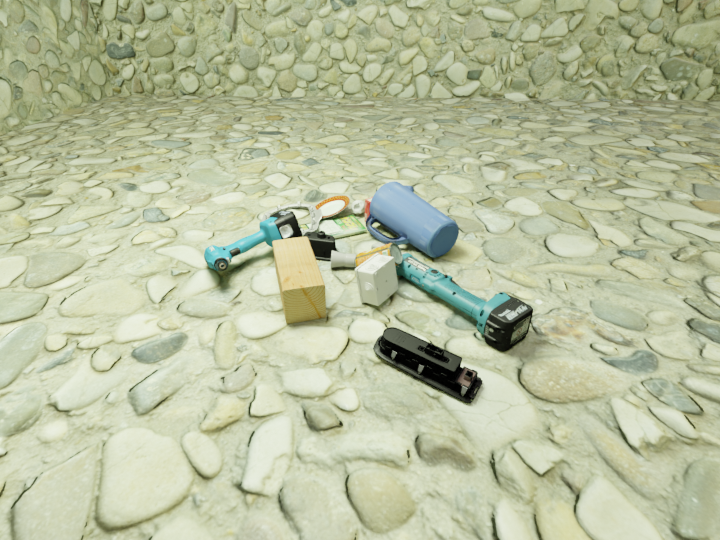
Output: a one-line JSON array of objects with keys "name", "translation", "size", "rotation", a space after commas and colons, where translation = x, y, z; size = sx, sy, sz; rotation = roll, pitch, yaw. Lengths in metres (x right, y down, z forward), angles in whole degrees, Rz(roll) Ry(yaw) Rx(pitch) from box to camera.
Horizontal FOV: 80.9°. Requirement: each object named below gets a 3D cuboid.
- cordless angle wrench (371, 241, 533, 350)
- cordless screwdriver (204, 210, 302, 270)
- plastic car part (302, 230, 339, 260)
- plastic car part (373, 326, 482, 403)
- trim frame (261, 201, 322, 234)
[{"name": "cordless angle wrench", "translation": [0.168, 0.025, 0.958], "size": [0.095, 0.072, 0.448], "rotation": [-23, 37, -30]}, {"name": "cordless screwdriver", "translation": [-0.266, -0.069, 1.059], "size": [0.245, 0.072, 0.166], "rotation": [-27, 21, -18]}, {"name": "plastic car part", "translation": [-0.109, -0.071, 1.113], "size": [0.120, 0.068, 0.066], "rotation": [6, 35, 17]}, {"name": "plastic car part", "translation": [0.113, 0.159, 0.768], "size": [0.213, 0.064, 0.065], "rotation": [18, 44, 32]}, {"name": "trim frame", "translation": [-0.207, -0.157, 1.268], "size": [0.184, 0.027, 0.257], "rotation": [-8, 29, -3]}]
